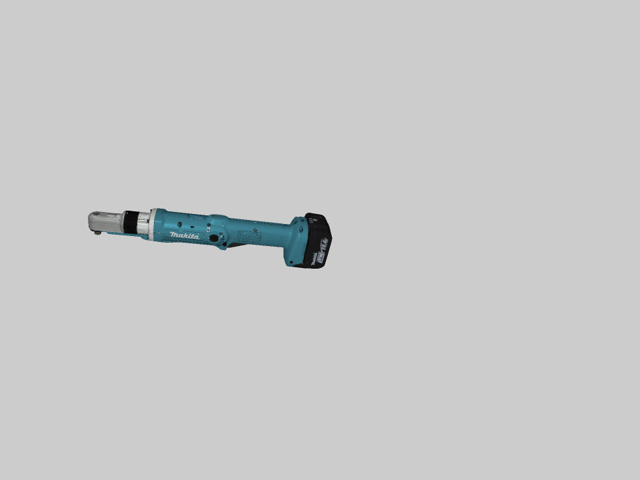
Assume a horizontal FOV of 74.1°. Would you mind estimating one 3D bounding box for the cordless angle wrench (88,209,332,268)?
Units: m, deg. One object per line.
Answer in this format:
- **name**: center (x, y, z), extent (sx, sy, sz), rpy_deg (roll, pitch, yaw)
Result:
- **cordless angle wrench**: center (-0.193, -0.016, 0.778), extent (0.423, 0.098, 0.074), rpy_deg (6, 33, -15)
